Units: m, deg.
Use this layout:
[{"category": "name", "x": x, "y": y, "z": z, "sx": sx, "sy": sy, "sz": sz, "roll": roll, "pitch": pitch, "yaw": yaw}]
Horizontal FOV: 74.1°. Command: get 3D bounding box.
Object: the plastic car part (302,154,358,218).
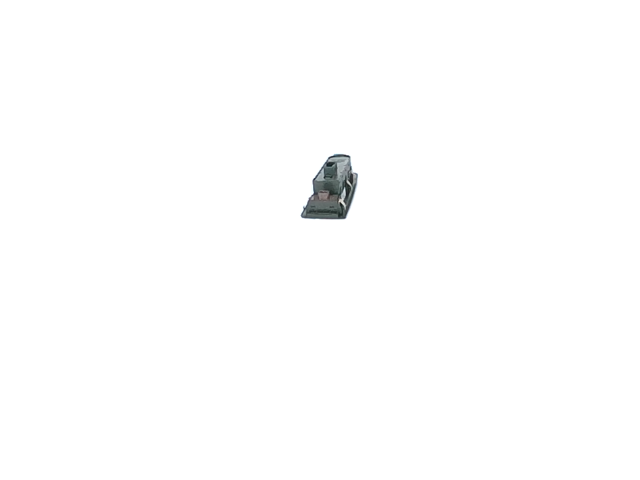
[{"category": "plastic car part", "x": 0.020, "y": -0.096, "z": 0.686, "sx": 0.066, "sy": 0.067, "sz": 0.202, "roll": -6, "pitch": 21, "yaw": 15}]
